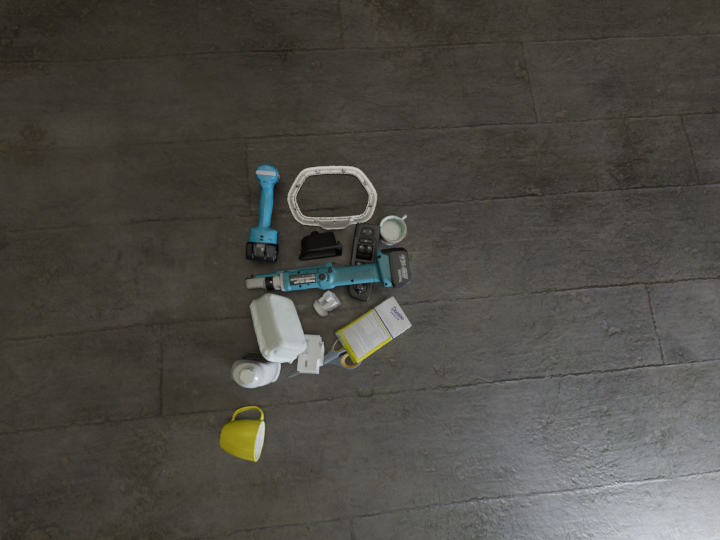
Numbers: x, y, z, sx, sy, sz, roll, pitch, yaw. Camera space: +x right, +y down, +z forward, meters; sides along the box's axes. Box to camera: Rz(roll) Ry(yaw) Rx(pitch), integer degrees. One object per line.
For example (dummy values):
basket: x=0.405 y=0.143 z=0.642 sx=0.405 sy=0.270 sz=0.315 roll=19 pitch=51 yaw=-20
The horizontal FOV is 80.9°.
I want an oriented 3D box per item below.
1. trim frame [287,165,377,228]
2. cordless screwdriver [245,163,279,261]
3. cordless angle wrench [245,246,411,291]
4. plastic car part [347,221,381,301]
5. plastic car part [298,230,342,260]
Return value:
trim frame: x=-0.077 y=-0.203 z=1.170 sx=0.246 sy=0.027 sz=0.186 roll=-2 pitch=80 yaw=-6
cordless screwdriver: x=-0.245 y=-0.149 z=1.108 sx=0.074 sy=0.160 sz=0.247 roll=5 pitch=95 yaw=-4
cordless angle wrench: x=-0.091 y=0.014 z=1.070 sx=0.430 sy=0.072 sz=0.099 roll=-7 pitch=85 yaw=10
plastic car part: x=0.006 y=-0.022 z=1.116 sx=0.066 sy=0.067 sz=0.204 roll=8 pitch=83 yaw=-1
plastic car part: x=-0.110 y=-0.072 z=1.130 sx=0.116 sy=0.064 sz=0.073 roll=-6 pitch=66 yaw=-3
